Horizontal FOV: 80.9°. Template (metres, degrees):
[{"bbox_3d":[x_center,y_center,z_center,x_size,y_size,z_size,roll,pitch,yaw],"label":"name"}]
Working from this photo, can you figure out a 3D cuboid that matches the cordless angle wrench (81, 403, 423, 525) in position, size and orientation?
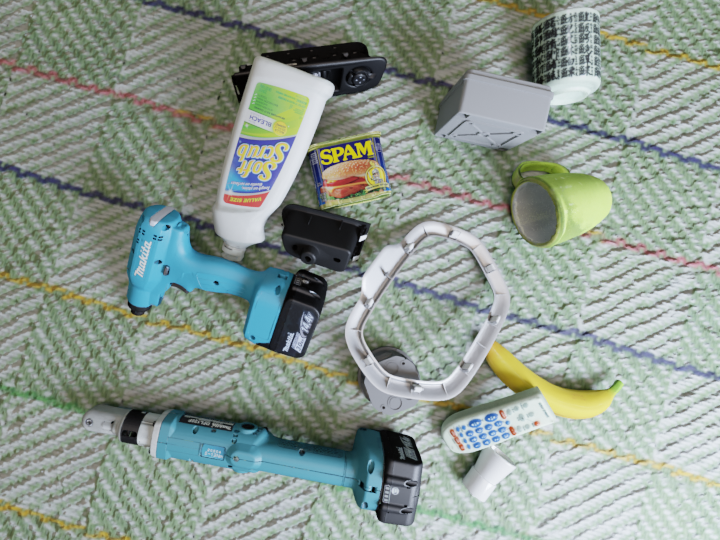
[{"bbox_3d":[-0.143,0.221,0.530,0.425,0.097,0.074,9,92,2],"label":"cordless angle wrench"}]

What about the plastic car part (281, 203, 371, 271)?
[{"bbox_3d":[-0.053,-0.035,0.542,0.116,0.072,0.065,15,130,-2],"label":"plastic car part"}]

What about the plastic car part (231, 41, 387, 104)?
[{"bbox_3d":[-0.069,-0.269,0.574,0.203,0.064,0.069,-5,63,-1],"label":"plastic car part"}]

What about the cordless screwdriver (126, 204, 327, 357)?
[{"bbox_3d":[-0.176,0.034,0.537,0.247,0.075,0.158,25,117,-3],"label":"cordless screwdriver"}]

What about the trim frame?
[{"bbox_3d":[0.089,0.046,0.543,0.187,0.027,0.247,36,73,6],"label":"trim frame"}]
